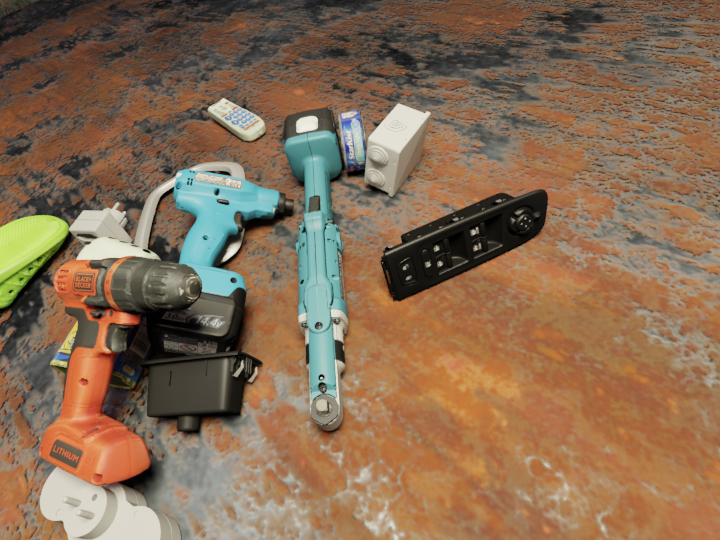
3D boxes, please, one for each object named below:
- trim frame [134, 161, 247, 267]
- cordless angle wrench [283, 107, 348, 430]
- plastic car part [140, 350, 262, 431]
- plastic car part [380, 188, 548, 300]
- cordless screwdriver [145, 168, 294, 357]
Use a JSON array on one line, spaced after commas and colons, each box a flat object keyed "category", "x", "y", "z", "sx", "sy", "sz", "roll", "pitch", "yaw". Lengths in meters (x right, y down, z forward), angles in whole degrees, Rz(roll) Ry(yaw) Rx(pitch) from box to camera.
[{"category": "trim frame", "x": -0.247, "y": -0.083, "z": 0.635, "sx": 0.185, "sy": 0.026, "sz": 0.259, "roll": -15, "pitch": 48, "yaw": 3}, {"category": "cordless angle wrench", "x": -0.050, "y": -0.033, "z": 0.509, "sx": 0.075, "sy": 0.094, "sz": 0.437, "roll": -10, "pitch": 54, "yaw": 4}, {"category": "plastic car part", "x": -0.165, "y": 0.124, "z": 0.428, "sx": 0.118, "sy": 0.063, "sz": 0.073, "roll": -11, "pitch": 64, "yaw": 9}, {"category": "plastic car part", "x": 0.115, "y": -0.038, "z": 0.485, "sx": 0.202, "sy": 0.064, "sz": 0.069, "roll": -22, "pitch": 24, "yaw": -2}, {"category": "cordless screwdriver", "x": -0.162, "y": -0.019, "z": 0.516, "sx": 0.155, "sy": 0.074, "sz": 0.257, "roll": 7, "pitch": 52, "yaw": -14}]
